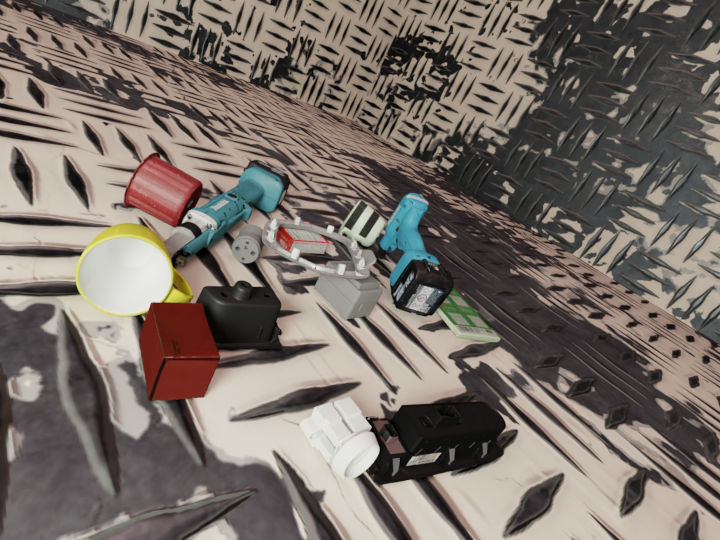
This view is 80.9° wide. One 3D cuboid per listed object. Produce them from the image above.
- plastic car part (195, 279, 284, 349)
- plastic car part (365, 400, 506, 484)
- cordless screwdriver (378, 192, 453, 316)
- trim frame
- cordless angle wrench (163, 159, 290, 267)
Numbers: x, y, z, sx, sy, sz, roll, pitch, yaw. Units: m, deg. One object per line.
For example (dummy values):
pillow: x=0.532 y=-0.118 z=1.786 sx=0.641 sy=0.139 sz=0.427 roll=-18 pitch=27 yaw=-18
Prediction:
plastic car part: x=-0.137 y=0.045 z=0.480 sx=0.110 sy=0.071 sz=0.070 roll=10 pitch=27 yaw=-42
plastic car part: x=0.089 y=0.174 z=0.461 sx=0.193 sy=0.067 sz=0.070 roll=14 pitch=19 yaw=-35
cordless screwdriver: x=0.087 y=-0.021 z=0.814 sx=0.072 sy=0.159 sz=0.257 roll=17 pitch=40 yaw=-19
trim frame: x=-0.067 y=-0.044 z=0.681 sx=0.181 sy=0.027 sz=0.254 roll=16 pitch=15 yaw=-11
cordless angle wrench: x=-0.223 y=-0.103 z=0.715 sx=0.098 sy=0.074 sz=0.426 roll=25 pitch=25 yaw=-4
